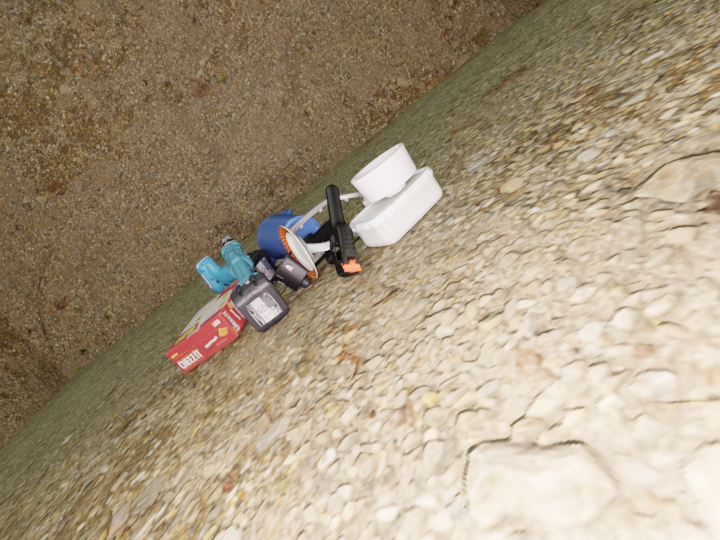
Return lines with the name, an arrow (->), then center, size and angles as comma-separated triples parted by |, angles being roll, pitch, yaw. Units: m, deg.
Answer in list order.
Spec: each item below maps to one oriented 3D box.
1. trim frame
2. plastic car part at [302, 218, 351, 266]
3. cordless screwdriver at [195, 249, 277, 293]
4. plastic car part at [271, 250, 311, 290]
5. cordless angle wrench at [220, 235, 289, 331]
trim frame -> -0.059, -0.114, 0.961 | 0.194, 0.026, 0.245 | 12, 44, 38
plastic car part -> -0.097, -0.063, 0.988 | 0.200, 0.066, 0.068 | -46, 8, -31
cordless screwdriver -> -0.330, 0.027, 1.154 | 0.260, 0.153, 0.074 | -5, 34, 38
plastic car part -> -0.134, 0.010, 0.852 | 0.066, 0.070, 0.118 | -57, 7, -16
cordless angle wrench -> -0.265, -0.007, 0.940 | 0.074, 0.093, 0.444 | -38, 31, -8
